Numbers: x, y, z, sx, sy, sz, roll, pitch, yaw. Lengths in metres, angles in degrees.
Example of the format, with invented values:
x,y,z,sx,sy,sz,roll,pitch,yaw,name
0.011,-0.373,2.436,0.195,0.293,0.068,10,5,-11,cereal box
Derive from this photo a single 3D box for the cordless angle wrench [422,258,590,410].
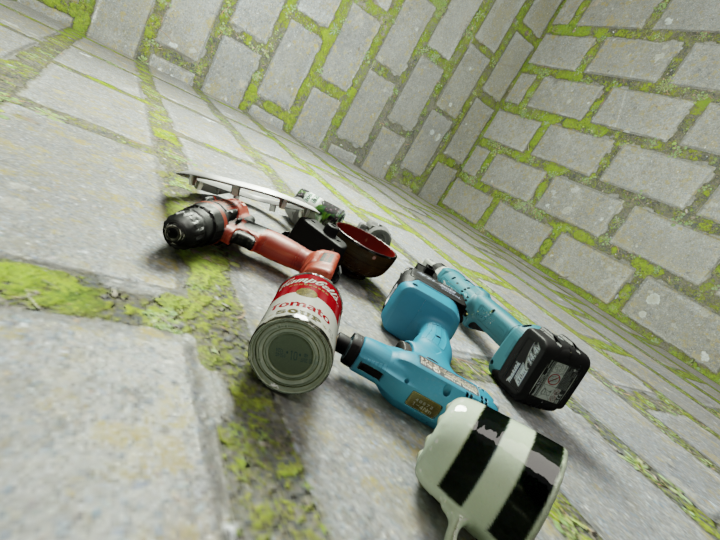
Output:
x,y,z,sx,sy,sz,roll,pitch,yaw,name
0.191,0.059,0.718,0.072,0.097,0.438,21,14,-20,cordless angle wrench

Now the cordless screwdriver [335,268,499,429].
x,y,z,sx,sy,sz,roll,pitch,yaw,name
0.055,0.070,0.486,0.159,0.074,0.250,28,20,-3,cordless screwdriver

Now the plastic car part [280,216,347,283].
x,y,z,sx,sy,sz,roll,pitch,yaw,name
-0.062,-0.040,0.630,0.123,0.070,0.063,35,18,30,plastic car part

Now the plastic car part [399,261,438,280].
x,y,z,sx,sy,sz,roll,pitch,yaw,name
0.106,0.027,0.727,0.067,0.067,0.202,36,19,-1,plastic car part

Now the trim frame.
x,y,z,sx,sy,sz,roll,pitch,yaw,name
-0.167,-0.113,0.652,0.191,0.027,0.239,16,5,20,trim frame
